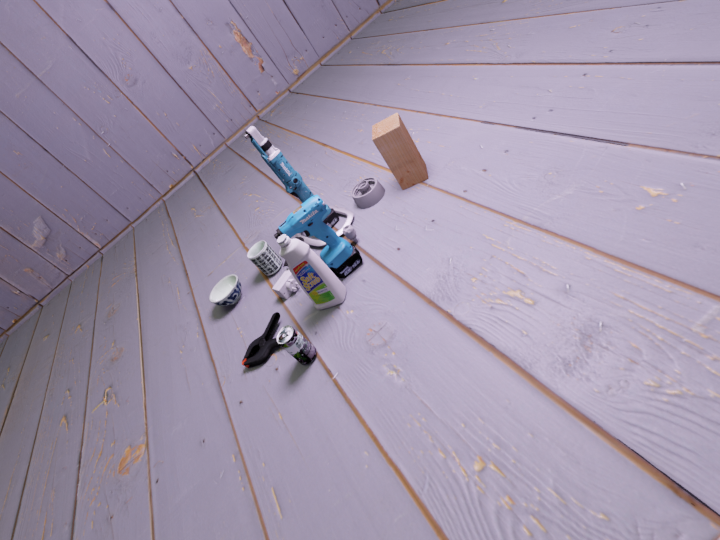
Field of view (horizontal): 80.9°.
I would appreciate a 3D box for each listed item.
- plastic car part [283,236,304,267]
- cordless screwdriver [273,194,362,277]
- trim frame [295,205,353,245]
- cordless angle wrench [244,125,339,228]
[{"bbox_3d":[-0.192,-0.046,1.349,0.068,0.067,0.119,-18,41,28],"label":"plastic car part"},{"bbox_3d":[-0.114,-0.075,1.167,0.159,0.236,0.078,-39,34,1],"label":"cordless screwdriver"},{"bbox_3d":[-0.126,-0.157,1.442,0.262,0.026,0.183,18,64,49],"label":"trim frame"},{"bbox_3d":[-0.218,-0.284,1.339,0.097,0.402,0.078,-47,35,-12],"label":"cordless angle wrench"}]
